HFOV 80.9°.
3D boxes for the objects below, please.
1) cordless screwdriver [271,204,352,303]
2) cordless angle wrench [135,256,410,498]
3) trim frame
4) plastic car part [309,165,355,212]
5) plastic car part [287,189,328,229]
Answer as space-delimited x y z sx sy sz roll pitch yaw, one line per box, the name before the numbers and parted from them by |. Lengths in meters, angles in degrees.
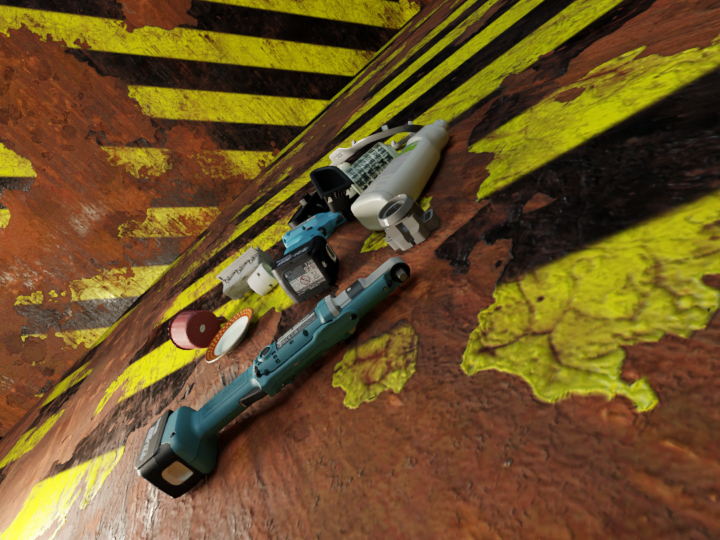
cordless screwdriver | -0.076 -0.049 0.773 0.161 0.072 0.255 -30 22 9
cordless angle wrench | -0.107 0.124 0.547 0.424 0.072 0.101 -40 22 6
trim frame | 0.026 -0.263 0.899 0.180 0.027 0.256 -21 7 -22
plastic car part | -0.053 -0.151 0.813 0.065 0.068 0.122 -23 35 -6
plastic car part | -0.116 -0.139 0.985 0.068 0.064 0.205 -22 30 31
